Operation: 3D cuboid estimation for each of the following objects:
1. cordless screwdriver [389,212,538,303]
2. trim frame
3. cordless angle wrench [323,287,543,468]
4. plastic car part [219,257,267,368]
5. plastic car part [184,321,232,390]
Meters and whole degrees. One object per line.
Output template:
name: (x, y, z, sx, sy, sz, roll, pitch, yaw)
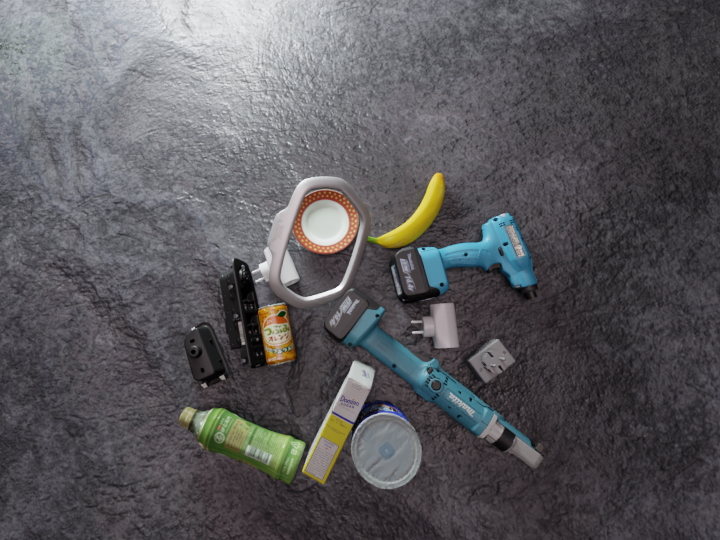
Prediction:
cordless screwdriver: (0.187, 0.004, 0.764, 0.248, 0.073, 0.162, -17, 78, -4)
trim frame: (-0.075, -0.049, 0.771, 0.177, 0.029, 0.248, 16, 95, -25)
cordless angle wrench: (0.125, 0.192, 0.731, 0.430, 0.073, 0.098, 37, 83, 8)
plastic car part: (-0.222, 0.079, 0.788, 0.069, 0.063, 0.206, -15, 78, 25)
plastic car part: (-0.289, 0.154, 0.768, 0.066, 0.070, 0.118, -23, 82, -4)
